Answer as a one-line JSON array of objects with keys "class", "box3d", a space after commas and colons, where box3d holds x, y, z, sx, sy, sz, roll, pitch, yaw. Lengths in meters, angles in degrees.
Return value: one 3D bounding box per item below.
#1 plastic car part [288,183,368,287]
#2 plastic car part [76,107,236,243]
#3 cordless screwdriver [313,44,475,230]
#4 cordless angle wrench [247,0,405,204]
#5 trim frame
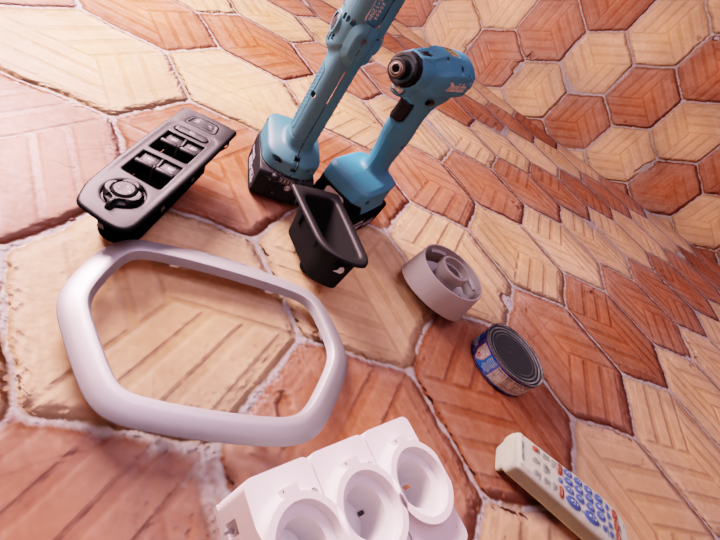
[{"class": "plastic car part", "box3d": [-0.046, -0.030, 0.468, 0.063, 0.071, 0.122, 7, 46, -36]}, {"class": "plastic car part", "box3d": [-0.199, -0.094, 0.418, 0.065, 0.067, 0.206, 30, 37, -12]}, {"class": "cordless screwdriver", "box3d": [0.020, -0.145, 0.496, 0.076, 0.250, 0.155, 48, 37, 10]}, {"class": "cordless angle wrench", "box3d": [-0.005, -0.246, 0.440, 0.071, 0.425, 0.102, 17, 43, -29]}, {"class": "trim frame", "box3d": [-0.117, 0.052, 0.358, 0.238, 0.027, 0.191, 16, 41, -26]}]
